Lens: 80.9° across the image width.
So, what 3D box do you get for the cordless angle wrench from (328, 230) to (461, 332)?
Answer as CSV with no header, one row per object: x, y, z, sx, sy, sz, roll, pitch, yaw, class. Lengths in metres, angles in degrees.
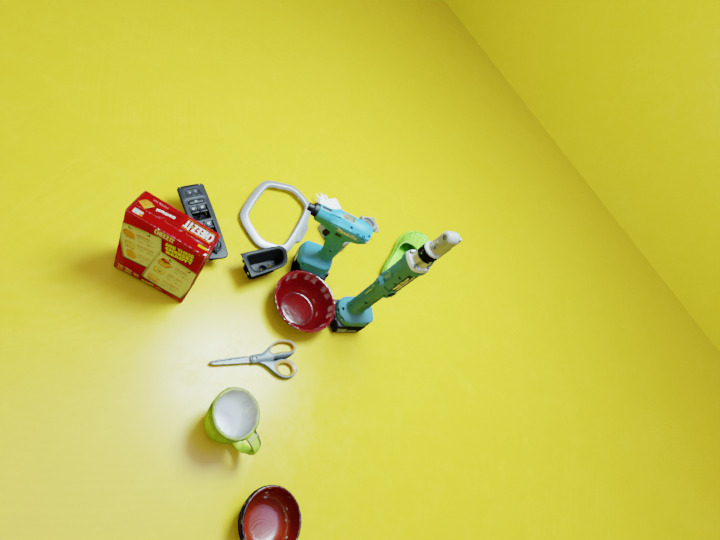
0.062,0.031,0.942,0.093,0.428,0.077,7,59,-32,cordless angle wrench

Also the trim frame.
-0.226,-0.152,1.162,0.181,0.028,0.251,31,48,-11,trim frame

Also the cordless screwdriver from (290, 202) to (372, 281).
-0.100,-0.066,1.028,0.154,0.252,0.076,27,50,-18,cordless screwdriver

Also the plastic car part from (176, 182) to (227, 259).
-0.379,-0.106,1.006,0.064,0.068,0.209,-13,67,-39,plastic car part

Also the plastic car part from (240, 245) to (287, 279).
-0.237,-0.013,1.027,0.112,0.072,0.068,-17,72,-40,plastic car part
